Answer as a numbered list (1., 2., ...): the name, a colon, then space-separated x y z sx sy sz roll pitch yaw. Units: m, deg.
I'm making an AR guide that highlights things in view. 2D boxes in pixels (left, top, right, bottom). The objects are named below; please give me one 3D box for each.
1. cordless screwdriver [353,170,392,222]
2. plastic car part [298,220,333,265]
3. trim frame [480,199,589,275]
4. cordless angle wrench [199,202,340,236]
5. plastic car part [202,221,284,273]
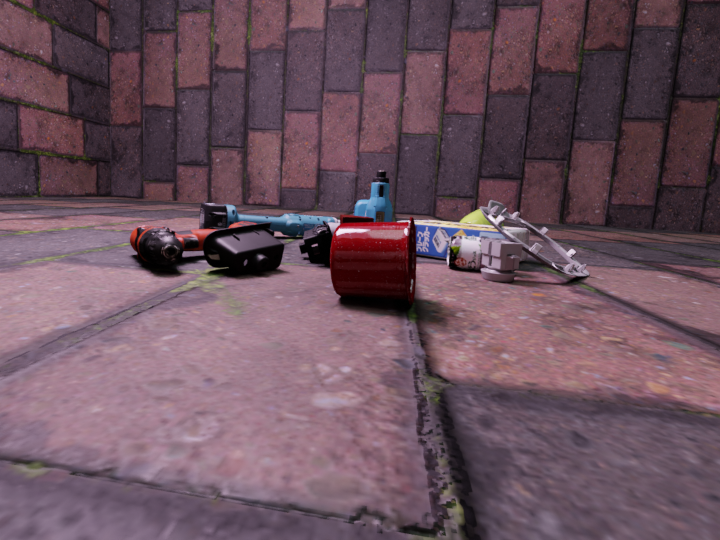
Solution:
1. cordless screwdriver: 0.028 -0.127 0.916 0.074 0.158 0.251 3 7 -4
2. plastic car part: -0.072 -0.047 0.738 0.067 0.065 0.205 -22 11 2
3. trim frame: 0.292 -0.055 0.707 0.236 0.027 0.194 0 39 -46
4. cordless angle wrench: -0.167 -0.110 1.021 0.407 0.074 0.102 1 10 -26
5. plastic car part: -0.151 -0.023 0.583 0.074 0.065 0.112 24 22 28
